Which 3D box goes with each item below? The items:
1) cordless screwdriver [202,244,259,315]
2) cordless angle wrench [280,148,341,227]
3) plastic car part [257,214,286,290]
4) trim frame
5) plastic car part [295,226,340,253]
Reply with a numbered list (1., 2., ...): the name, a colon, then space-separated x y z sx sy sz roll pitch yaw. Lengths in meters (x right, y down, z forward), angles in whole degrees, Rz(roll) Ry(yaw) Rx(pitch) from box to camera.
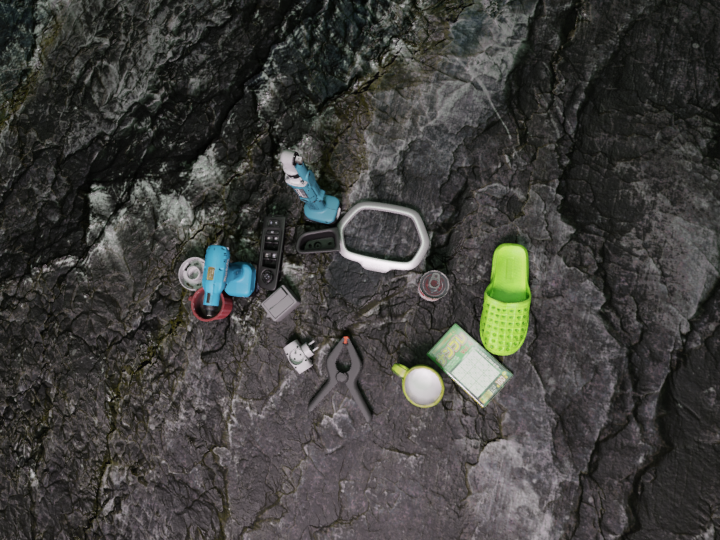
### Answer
1. cordless screwdriver: -0.324 0.035 1.055 0.075 0.243 0.160 4 82 6
2. cordless angle wrench: -0.118 -0.185 0.973 0.100 0.413 0.074 16 84 7
3. plastic car part: -0.238 -0.046 1.146 0.067 0.065 0.204 5 81 8
4. trim frame: 0.055 -0.089 1.123 0.254 0.027 0.185 10 82 12
5. plastic car part: -0.110 -0.072 1.127 0.118 0.069 0.067 -7 80 7
